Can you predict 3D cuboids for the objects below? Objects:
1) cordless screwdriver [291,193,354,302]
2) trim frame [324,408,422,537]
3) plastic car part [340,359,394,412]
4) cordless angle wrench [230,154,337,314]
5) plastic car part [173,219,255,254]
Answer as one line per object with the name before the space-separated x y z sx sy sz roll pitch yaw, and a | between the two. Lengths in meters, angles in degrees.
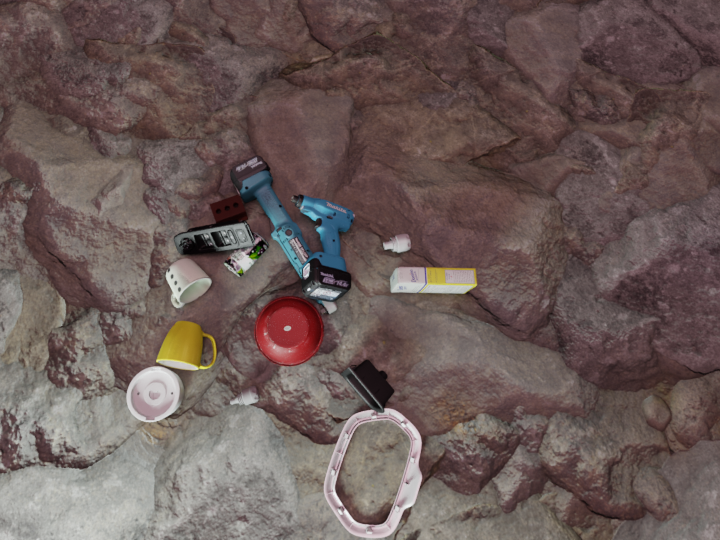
cordless screwdriver | -0.094 -0.061 0.960 0.153 0.075 0.255 18 53 -23
trim frame | 0.031 0.412 0.874 0.186 0.027 0.250 22 71 5
plastic car part | 0.024 0.242 0.917 0.119 0.065 0.070 44 61 10
cordless angle wrench | -0.175 -0.084 1.018 0.097 0.073 0.433 -30 77 -12
plastic car part | -0.344 -0.084 0.994 0.207 0.063 0.069 -10 41 13
